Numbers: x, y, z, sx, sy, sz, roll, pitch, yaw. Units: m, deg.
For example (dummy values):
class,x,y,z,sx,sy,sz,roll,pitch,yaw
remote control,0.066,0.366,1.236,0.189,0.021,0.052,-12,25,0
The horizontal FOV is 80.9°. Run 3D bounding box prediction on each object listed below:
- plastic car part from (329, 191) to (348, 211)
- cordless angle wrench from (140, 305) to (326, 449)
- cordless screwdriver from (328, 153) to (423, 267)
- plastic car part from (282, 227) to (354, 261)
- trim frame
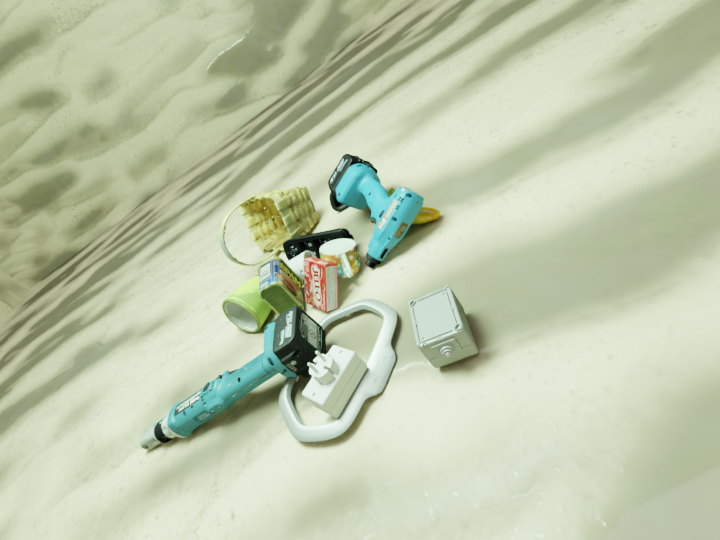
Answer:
class,x,y,z,sx,sy,sz,roll,pitch,yaw
plastic car part,-0.025,-0.200,1.033,0.118,0.064,0.072,-32,17,17
cordless angle wrench,-0.241,0.211,0.721,0.428,0.071,0.101,-35,29,20
cordless screwdriver,0.012,-0.126,0.844,0.159,0.070,0.262,-60,38,18
plastic car part,-0.090,-0.059,0.917,0.212,0.064,0.067,-8,33,39
trim frame,-0.034,0.143,0.651,0.192,0.026,0.249,-5,44,43
